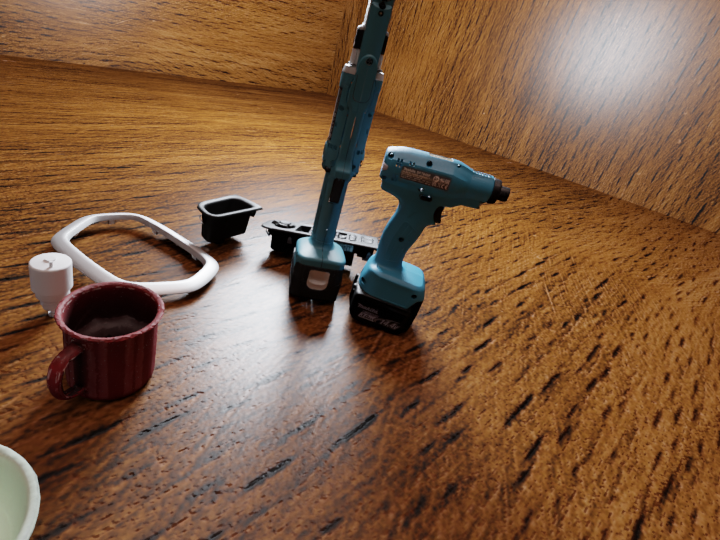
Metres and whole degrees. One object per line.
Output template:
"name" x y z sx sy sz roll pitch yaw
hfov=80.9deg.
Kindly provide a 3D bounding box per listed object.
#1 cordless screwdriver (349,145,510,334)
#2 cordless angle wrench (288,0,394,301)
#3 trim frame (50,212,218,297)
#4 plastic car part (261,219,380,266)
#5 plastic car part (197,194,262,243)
"cordless screwdriver" 0.080 -0.031 0.571 0.161 0.245 0.075 18 26 4
"cordless angle wrench" -0.023 -0.154 0.569 0.073 0.417 0.101 11 26 -11
"trim frame" -0.325 -0.028 0.620 0.259 0.027 0.179 26 30 22
"plastic car part" -0.071 -0.046 0.727 0.204 0.066 0.067 15 27 2
"plastic car part" -0.231 -0.081 0.716 0.069 0.070 0.114 25 29 19
